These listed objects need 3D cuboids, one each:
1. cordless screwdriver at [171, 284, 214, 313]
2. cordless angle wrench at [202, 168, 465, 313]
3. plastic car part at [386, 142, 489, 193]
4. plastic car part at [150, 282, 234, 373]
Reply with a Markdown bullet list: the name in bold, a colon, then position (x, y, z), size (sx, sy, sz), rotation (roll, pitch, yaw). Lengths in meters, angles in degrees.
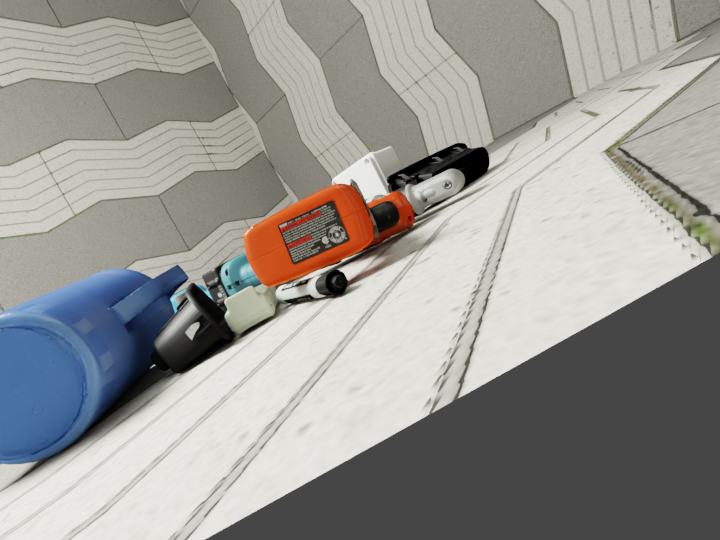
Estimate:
- **cordless screwdriver**: position (-0.319, 0.065, 0.841), size (0.257, 0.073, 0.156), rotation (-19, 11, 35)
- **cordless angle wrench**: position (-0.057, -0.038, 0.588), size (0.436, 0.073, 0.096), rotation (-21, 9, 34)
- **plastic car part**: position (0.123, -0.138, 0.604), size (0.070, 0.065, 0.198), rotation (-9, 20, 48)
- **plastic car part**: position (-0.161, 0.059, 0.394), size (0.071, 0.065, 0.119), rotation (-45, 12, -8)
